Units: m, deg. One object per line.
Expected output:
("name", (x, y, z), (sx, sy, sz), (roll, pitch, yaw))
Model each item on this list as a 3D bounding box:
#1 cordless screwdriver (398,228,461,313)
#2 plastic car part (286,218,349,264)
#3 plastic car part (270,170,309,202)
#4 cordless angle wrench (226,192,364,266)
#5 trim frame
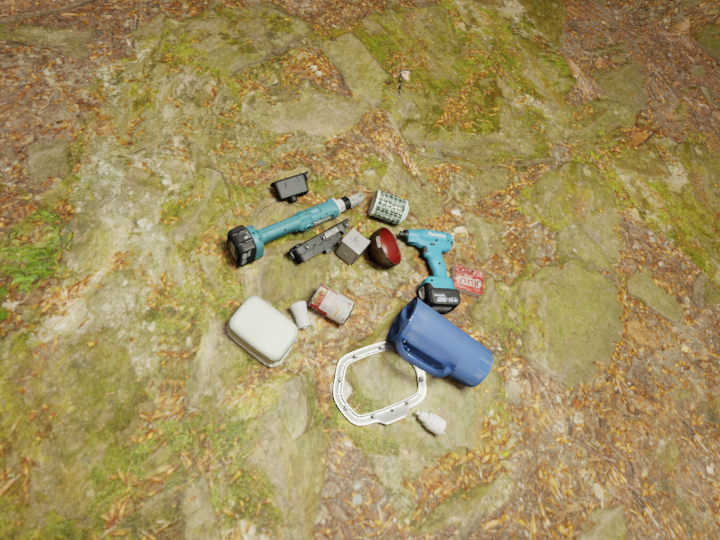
("cordless screwdriver", (0.189, -0.008, 1.184), (0.156, 0.074, 0.255), (7, 59, -10))
("plastic car part", (-0.113, -0.074, 1.158), (0.198, 0.069, 0.066), (-28, 101, -25))
("plastic car part", (-0.196, -0.233, 1.218), (0.114, 0.067, 0.071), (-24, 88, -20))
("cordless angle wrench", (-0.158, -0.135, 1.159), (0.413, 0.097, 0.077), (-27, 73, -27))
("trim frame", (0.050, 0.274, 1.037), (0.242, 0.027, 0.190), (-14, 69, -21))
